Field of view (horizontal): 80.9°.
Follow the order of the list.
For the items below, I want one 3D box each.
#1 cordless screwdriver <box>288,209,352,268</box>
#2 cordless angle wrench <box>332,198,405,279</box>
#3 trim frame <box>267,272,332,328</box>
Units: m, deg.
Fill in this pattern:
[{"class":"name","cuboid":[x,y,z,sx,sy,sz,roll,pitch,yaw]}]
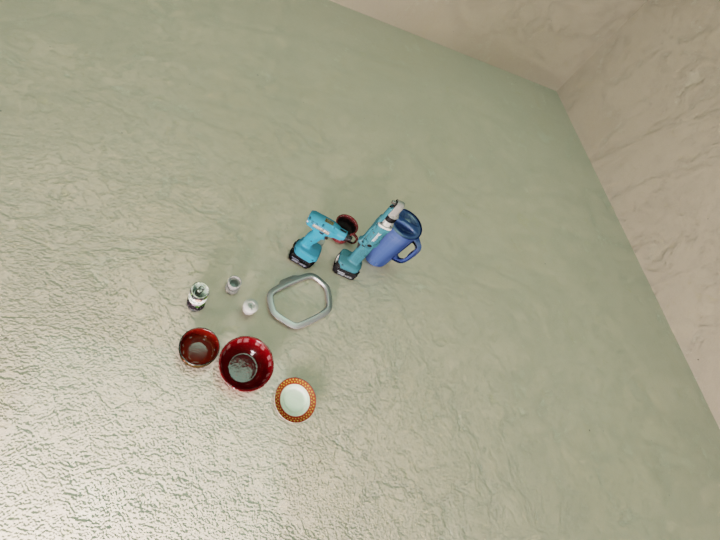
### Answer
[{"class":"cordless screwdriver","cuboid":[-0.141,-0.092,1.439,0.157,0.250,0.075,30,52,-9]},{"class":"cordless angle wrench","cuboid":[0.032,-0.102,1.413,0.096,0.425,0.075,26,53,-13]},{"class":"trim frame","cuboid":[-0.201,0.096,1.429,0.241,0.027,0.189,-25,72,-35]}]
